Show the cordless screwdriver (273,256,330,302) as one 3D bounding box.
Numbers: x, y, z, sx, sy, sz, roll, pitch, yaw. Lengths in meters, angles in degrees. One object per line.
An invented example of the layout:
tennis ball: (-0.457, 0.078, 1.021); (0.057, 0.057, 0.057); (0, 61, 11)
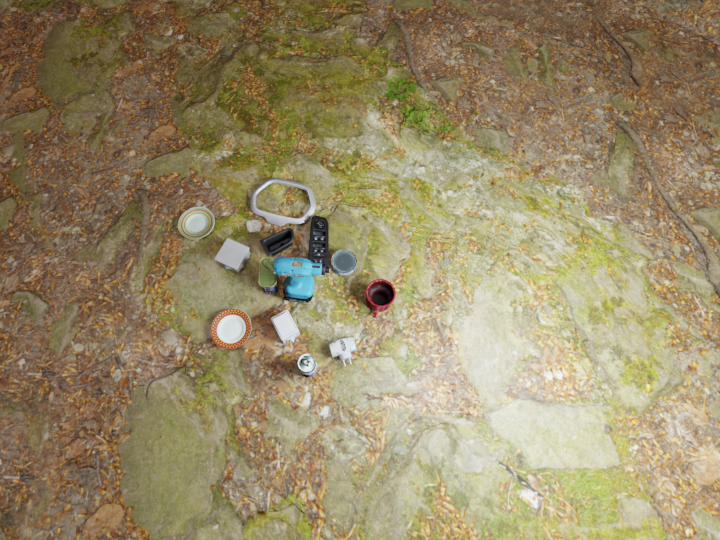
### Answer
cordless screwdriver: (-0.171, 0.028, 1.290); (0.160, 0.243, 0.076); (6, 68, 1)

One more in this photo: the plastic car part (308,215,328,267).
plastic car part: (-0.141, -0.092, 1.440); (0.066, 0.065, 0.208); (0, 66, -1)

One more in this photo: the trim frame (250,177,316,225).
trim frame: (-0.282, -0.250, 1.537); (0.252, 0.027, 0.186); (14, 67, 8)

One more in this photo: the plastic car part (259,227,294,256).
plastic car part: (-0.275, -0.090, 1.442); (0.115, 0.069, 0.068); (-27, 70, -11)
